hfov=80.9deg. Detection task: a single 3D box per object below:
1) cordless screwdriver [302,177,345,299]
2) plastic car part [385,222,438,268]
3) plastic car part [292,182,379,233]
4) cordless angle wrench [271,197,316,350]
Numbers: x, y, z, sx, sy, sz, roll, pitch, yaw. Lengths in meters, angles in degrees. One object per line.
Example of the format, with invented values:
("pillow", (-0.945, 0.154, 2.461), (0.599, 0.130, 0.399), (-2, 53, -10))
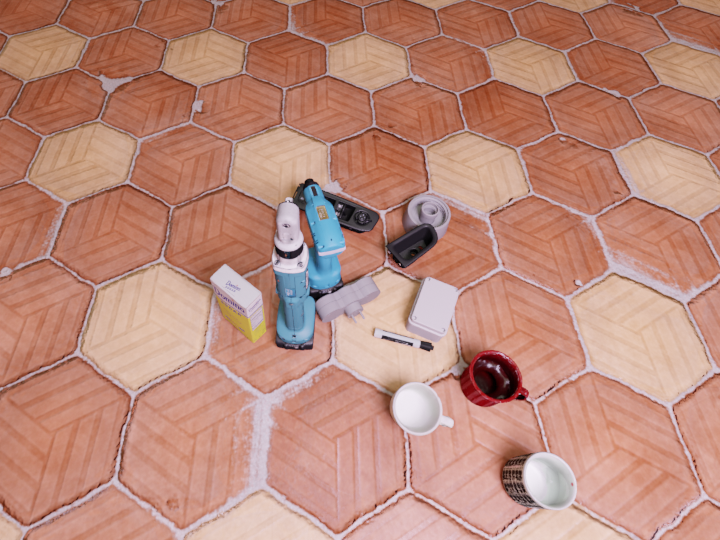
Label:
("cordless screwdriver", (-0.082, -0.053, 0.834), (0.073, 0.243, 0.165), (-13, 63, -13))
("plastic car part", (0.116, -0.046, 0.933), (0.115, 0.069, 0.069), (-32, 68, -19))
("plastic car part", (-0.060, -0.133, 0.982), (0.207, 0.065, 0.067), (19, 61, 9))
("cordless angle wrench", (-0.110, 0.026, 0.689), (0.074, 0.413, 0.100), (4, 61, -4))
